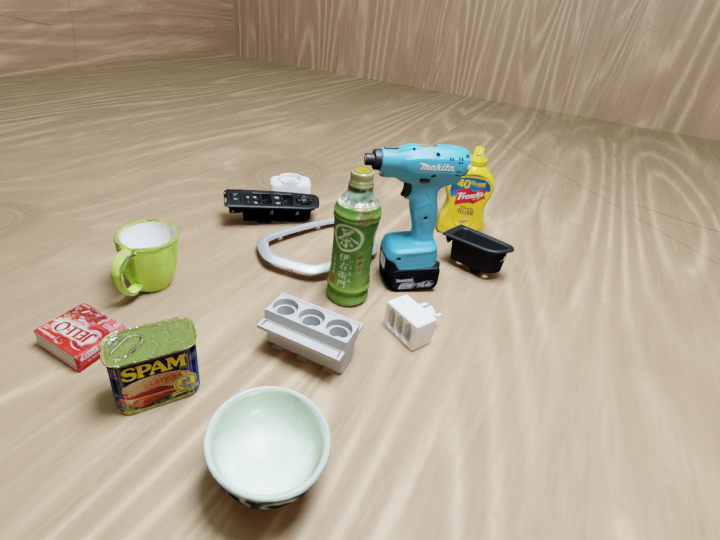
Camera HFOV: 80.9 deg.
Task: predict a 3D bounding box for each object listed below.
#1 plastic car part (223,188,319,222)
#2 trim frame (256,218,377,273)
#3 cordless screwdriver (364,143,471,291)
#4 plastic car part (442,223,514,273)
[{"bbox_3d":[-0.184,-0.132,0.894,0.199,0.065,0.069,-4,34,-14],"label":"plastic car part"},{"bbox_3d":[-0.080,-0.052,0.820,0.240,0.027,0.195,-22,42,-35],"label":"trim frame"},{"bbox_3d":[0.072,-0.085,0.692,0.157,0.243,0.077,1,32,-9],"label":"cordless screwdriver"},{"bbox_3d":[0.214,-0.031,0.785,0.064,0.069,0.123,-23,42,-38],"label":"plastic car part"}]
